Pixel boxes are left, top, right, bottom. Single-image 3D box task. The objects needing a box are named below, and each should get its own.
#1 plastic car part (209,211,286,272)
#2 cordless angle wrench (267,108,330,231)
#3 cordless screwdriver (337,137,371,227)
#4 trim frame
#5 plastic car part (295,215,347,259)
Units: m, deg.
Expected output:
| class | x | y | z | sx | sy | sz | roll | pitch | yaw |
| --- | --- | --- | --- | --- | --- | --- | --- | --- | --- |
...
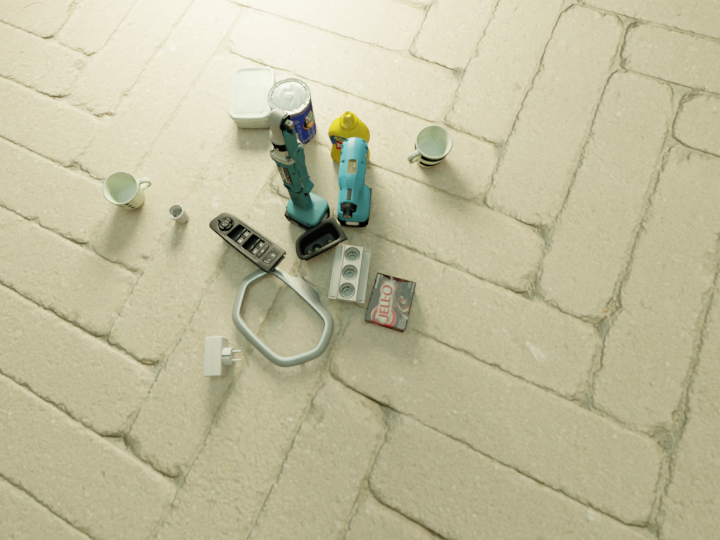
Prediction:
| class | x | y | z | sx | sy | sz | roll | pitch | yaw |
| --- | --- | --- | --- | --- | --- | --- | --- | --- | --- |
| plastic car part | -0.265 | -0.067 | 0.992 | 0.209 | 0.065 | 0.066 | 35 | 79 | 14 |
| cordless angle wrench | -0.127 | -0.183 | 0.833 | 0.100 | 0.414 | 0.074 | 30 | 78 | 8 |
| cordless screwdriver | -0.017 | -0.152 | 0.902 | 0.075 | 0.243 | 0.161 | 5 | 75 | 2 |
| trim frame | -0.176 | 0.100 | 0.952 | 0.256 | 0.027 | 0.183 | 39 | 80 | 15 |
| plastic car part | -0.095 | -0.062 | 0.972 | 0.116 | 0.069 | 0.068 | -30 | 75 | -5 |
